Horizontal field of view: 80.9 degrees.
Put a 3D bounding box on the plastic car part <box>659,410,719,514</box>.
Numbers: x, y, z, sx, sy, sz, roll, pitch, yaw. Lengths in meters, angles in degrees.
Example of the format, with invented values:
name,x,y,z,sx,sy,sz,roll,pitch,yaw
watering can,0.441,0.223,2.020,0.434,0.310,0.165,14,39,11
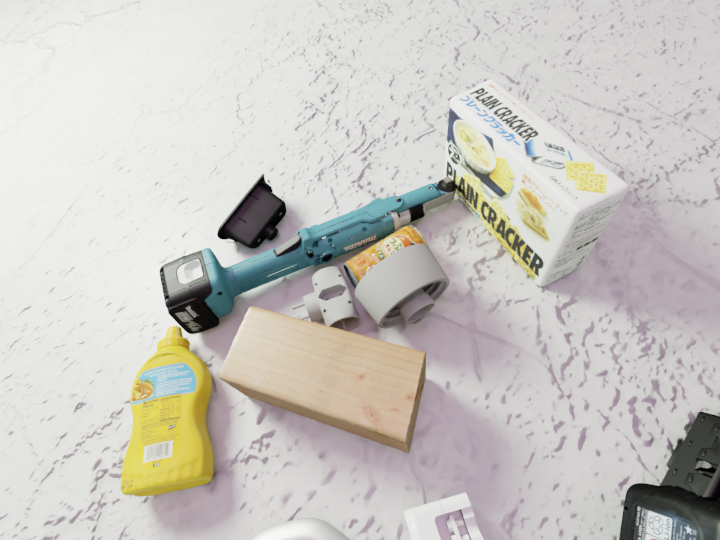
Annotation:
name,x,y,z,sx,sy,sz,roll,pitch,yaw
plastic car part,0.304,0.189,0.369,0.202,0.064,0.069,-49,20,-19

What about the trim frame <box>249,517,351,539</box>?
name,x,y,z,sx,sy,sz,roll,pitch,yaw
trim frame,-0.054,0.363,0.368,0.187,0.026,0.254,-2,60,10

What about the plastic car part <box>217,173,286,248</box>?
name,x,y,z,sx,sy,sz,roll,pitch,yaw
plastic car part,-0.156,-0.077,0.649,0.072,0.064,0.116,28,71,9

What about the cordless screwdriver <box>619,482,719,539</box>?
name,x,y,z,sx,sy,sz,roll,pitch,yaw
cordless screwdriver,0.311,0.256,0.285,0.247,0.074,0.160,18,73,-4

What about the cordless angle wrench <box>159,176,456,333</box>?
name,x,y,z,sx,sy,sz,roll,pitch,yaw
cordless angle wrench,-0.057,-0.038,0.588,0.420,0.094,0.078,-22,58,-7
